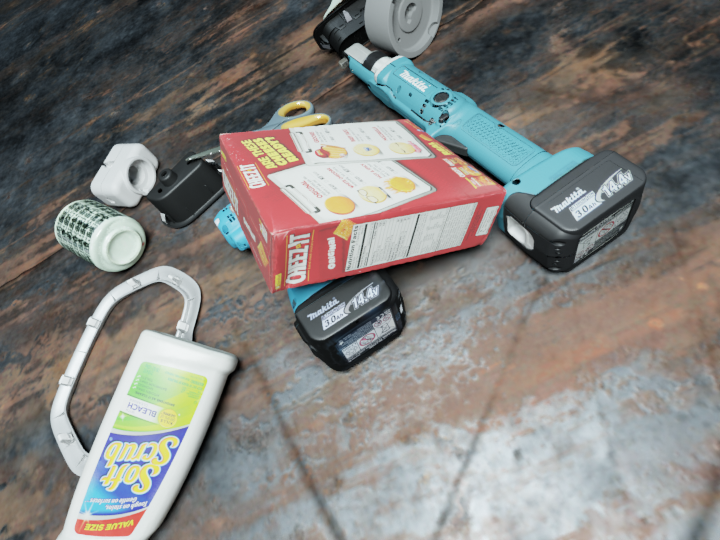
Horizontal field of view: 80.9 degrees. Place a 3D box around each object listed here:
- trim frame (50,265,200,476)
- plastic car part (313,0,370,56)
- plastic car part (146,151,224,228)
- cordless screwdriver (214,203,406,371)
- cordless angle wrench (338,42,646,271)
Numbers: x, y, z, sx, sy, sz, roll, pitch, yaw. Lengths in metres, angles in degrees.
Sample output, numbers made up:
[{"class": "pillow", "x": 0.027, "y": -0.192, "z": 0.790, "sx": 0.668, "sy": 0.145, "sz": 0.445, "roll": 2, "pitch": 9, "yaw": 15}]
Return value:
[{"class": "trim frame", "x": -0.278, "y": 0.106, "z": 0.501, "sx": 0.191, "sy": 0.026, "sz": 0.252, "roll": 3, "pitch": 62, "yaw": 22}, {"class": "plastic car part", "x": 0.024, "y": -0.387, "z": 0.635, "sx": 0.203, "sy": 0.065, "sz": 0.068, "roll": -31, "pitch": 83, "yaw": 2}, {"class": "plastic car part", "x": -0.243, "y": -0.117, "z": 0.584, "sx": 0.116, "sy": 0.067, "sz": 0.069, "roll": -45, "pitch": 57, "yaw": -10}, {"class": "cordless screwdriver", "x": -0.045, "y": -0.029, "z": 0.457, "sx": 0.158, "sy": 0.071, "sz": 0.263, "roll": -37, "pitch": 52, "yaw": -9}, {"class": "cordless angle wrench", "x": 0.095, "y": -0.176, "z": 0.484, "sx": 0.098, "sy": 0.070, "sz": 0.446, "roll": -36, "pitch": 54, "yaw": -1}]
